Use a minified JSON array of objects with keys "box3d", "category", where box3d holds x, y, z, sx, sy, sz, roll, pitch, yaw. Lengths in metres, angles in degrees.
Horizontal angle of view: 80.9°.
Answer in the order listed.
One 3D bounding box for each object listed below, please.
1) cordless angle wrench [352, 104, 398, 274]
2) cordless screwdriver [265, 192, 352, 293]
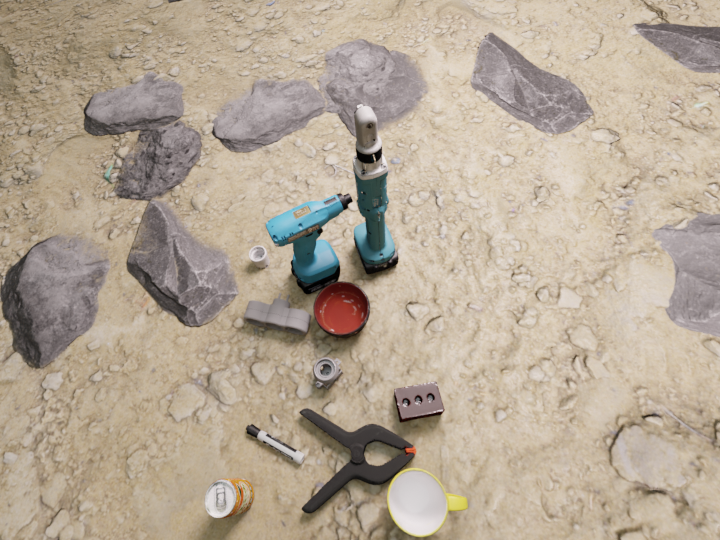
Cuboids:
[{"box3d":[0.021,-0.123,0.754,0.074,0.408,0.102,-19,64,-5],"category":"cordless angle wrench"},{"box3d":[-0.081,-0.053,0.829,0.158,0.240,0.077,-26,64,-7],"category":"cordless screwdriver"}]
